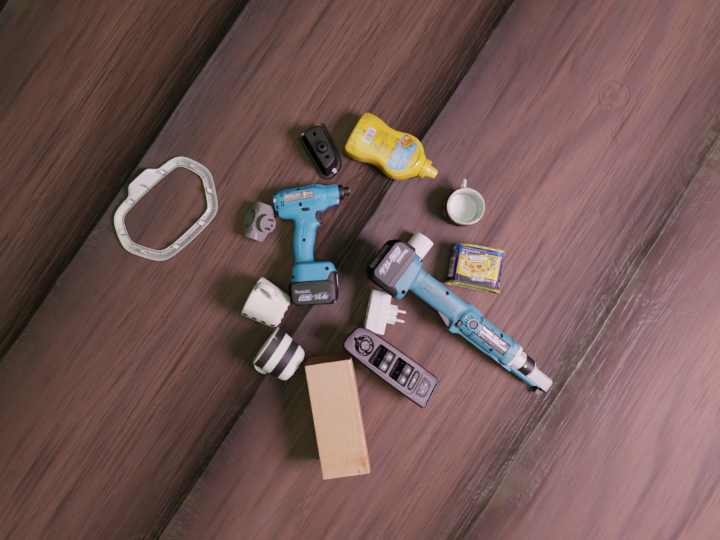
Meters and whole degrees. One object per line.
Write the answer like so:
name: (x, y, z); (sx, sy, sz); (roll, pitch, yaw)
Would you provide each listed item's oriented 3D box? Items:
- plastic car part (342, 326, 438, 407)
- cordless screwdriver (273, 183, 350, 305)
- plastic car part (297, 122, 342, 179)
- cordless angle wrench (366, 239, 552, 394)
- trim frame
plastic car part: (0.051, 0.180, 0.825); (0.199, 0.068, 0.066); (37, 79, -9)
cordless screwdriver: (-0.084, -0.055, 0.862); (0.160, 0.073, 0.252); (-10, 81, 2)
plastic car part: (-0.081, -0.254, 0.879); (0.066, 0.070, 0.118); (-28, 82, 1)
cordless angle wrench: (0.202, 0.098, 0.809); (0.419, 0.075, 0.098); (37, 90, -5)
trim frame: (-0.423, -0.135, 0.916); (0.248, 0.027, 0.187); (-42, 83, 1)
